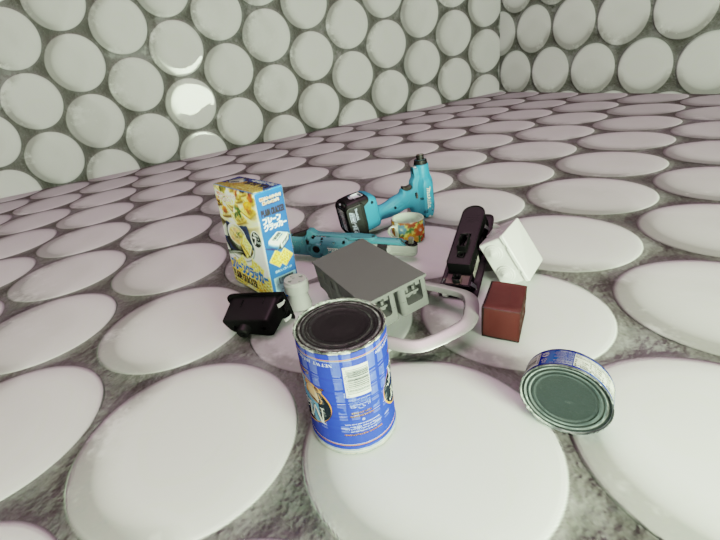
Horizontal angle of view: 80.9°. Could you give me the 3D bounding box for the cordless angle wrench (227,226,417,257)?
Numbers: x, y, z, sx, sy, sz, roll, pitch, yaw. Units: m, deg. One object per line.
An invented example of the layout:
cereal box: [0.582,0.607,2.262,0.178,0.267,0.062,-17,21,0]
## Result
cordless angle wrench: [-0.090,-0.059,0.925,0.436,0.095,0.074,5,28,18]

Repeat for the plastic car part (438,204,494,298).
plastic car part: [0.190,-0.045,0.756,0.069,0.064,0.203,-2,45,34]

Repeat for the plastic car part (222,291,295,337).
plastic car part: [-0.179,0.080,0.711,0.120,0.063,0.072,-4,40,17]

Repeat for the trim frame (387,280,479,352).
trim frame: [0.062,0.061,0.676,0.261,0.026,0.181,7,37,39]

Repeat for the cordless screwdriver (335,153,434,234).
cordless screwdriver: [0.064,-0.179,1.022,0.244,0.154,0.078,-18,26,-15]
